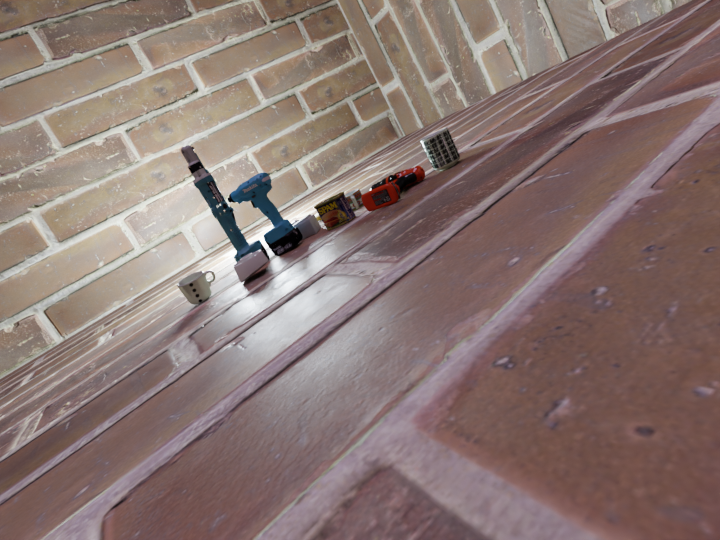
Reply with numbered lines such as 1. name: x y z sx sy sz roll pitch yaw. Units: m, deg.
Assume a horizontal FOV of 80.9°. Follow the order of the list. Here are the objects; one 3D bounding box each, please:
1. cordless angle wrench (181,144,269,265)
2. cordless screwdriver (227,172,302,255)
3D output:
1. cordless angle wrench: -0.425 -0.187 1.289 0.077 0.415 0.096 -20 14 41
2. cordless screwdriver: -0.298 -0.164 1.308 0.163 0.244 0.074 -23 12 26
